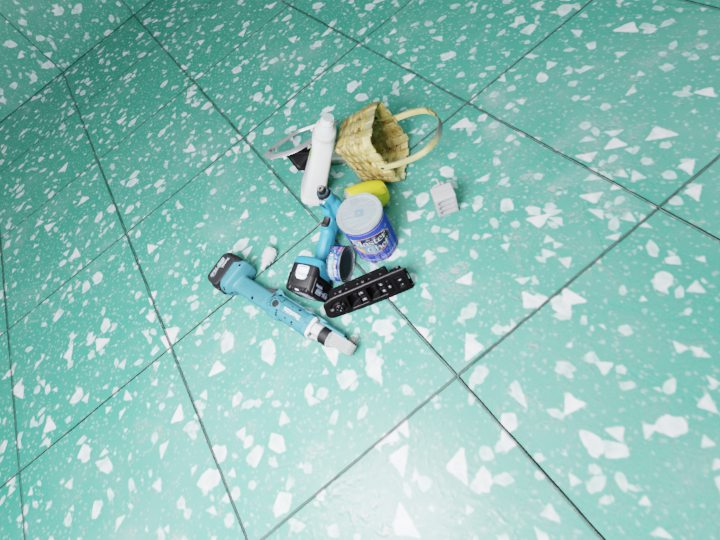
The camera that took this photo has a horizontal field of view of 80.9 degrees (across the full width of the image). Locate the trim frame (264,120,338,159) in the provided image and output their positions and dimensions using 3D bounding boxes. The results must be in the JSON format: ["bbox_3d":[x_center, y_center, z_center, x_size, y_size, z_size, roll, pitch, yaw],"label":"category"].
[{"bbox_3d":[-0.167,-0.370,1.199,0.193,0.026,0.246,4,39,39],"label":"trim frame"}]

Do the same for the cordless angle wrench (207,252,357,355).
[{"bbox_3d":[-0.187,0.083,0.985,0.445,0.070,0.098,26,76,31],"label":"cordless angle wrench"}]

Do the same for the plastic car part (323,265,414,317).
[{"bbox_3d":[0.007,0.039,0.926,0.205,0.063,0.070,-27,46,8],"label":"plastic car part"}]

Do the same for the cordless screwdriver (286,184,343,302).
[{"bbox_3d":[-0.095,-0.062,0.972,0.078,0.151,0.251,9,69,26],"label":"cordless screwdriver"}]

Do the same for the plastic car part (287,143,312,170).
[{"bbox_3d":[-0.140,-0.323,1.173,0.123,0.063,0.071,9,57,47],"label":"plastic car part"}]
